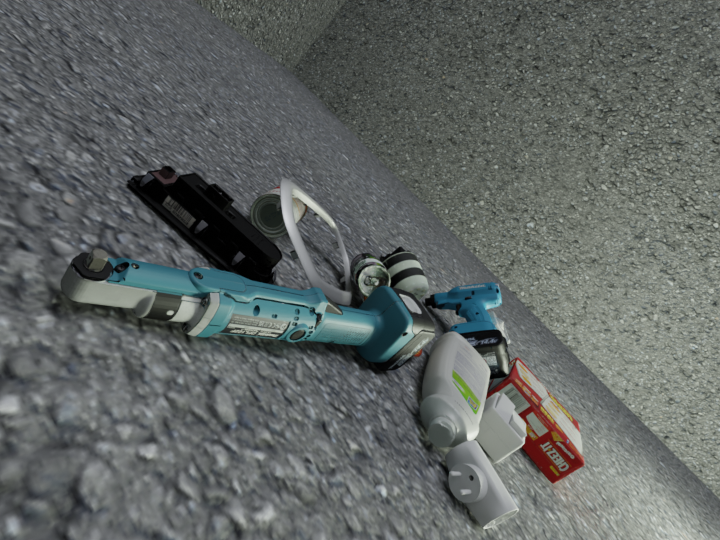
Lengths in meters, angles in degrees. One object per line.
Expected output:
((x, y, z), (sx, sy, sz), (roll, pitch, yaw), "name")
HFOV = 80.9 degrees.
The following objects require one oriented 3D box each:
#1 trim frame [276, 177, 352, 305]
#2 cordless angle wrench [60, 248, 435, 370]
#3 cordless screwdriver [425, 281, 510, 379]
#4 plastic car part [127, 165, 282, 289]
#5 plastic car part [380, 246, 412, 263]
((-0.061, -0.040, 0.619), (0.238, 0.028, 0.189), (31, 41, -68), "trim frame")
((-0.072, 0.044, 0.435), (0.400, 0.098, 0.078), (17, 33, -46), "cordless angle wrench")
((0.205, 0.108, 0.842), (0.250, 0.163, 0.072), (-67, 143, -59), "cordless screwdriver")
((-0.166, -0.055, 0.494), (0.202, 0.067, 0.066), (46, 11, -2), "plastic car part")
((0.088, -0.016, 0.935), (0.065, 0.071, 0.117), (40, 15, -9), "plastic car part")
